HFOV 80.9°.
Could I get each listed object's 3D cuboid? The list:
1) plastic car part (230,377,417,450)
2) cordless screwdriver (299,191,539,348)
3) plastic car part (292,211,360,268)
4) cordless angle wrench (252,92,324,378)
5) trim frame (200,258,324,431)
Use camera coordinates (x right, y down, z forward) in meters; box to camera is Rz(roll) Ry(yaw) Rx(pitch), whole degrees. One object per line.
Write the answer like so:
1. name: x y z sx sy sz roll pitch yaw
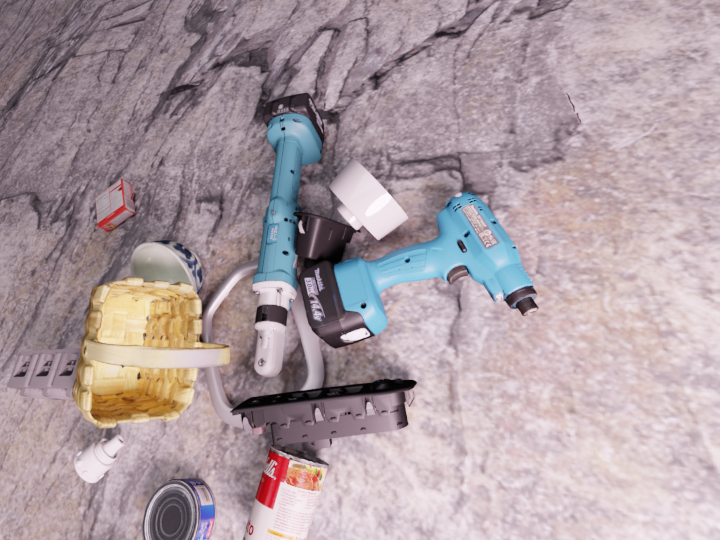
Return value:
1. plastic car part: -0.035 0.157 0.463 0.205 0.064 0.068 -14 74 6
2. cordless screwdriver: 0.060 0.021 0.496 0.251 0.071 0.166 -26 58 7
3. plastic car part: -0.055 -0.036 0.561 0.069 0.112 0.071 11 94 22
4. cordless angle wrench: -0.108 -0.068 0.594 0.076 0.093 0.433 -8 61 16
5. trim frame: -0.138 0.092 0.579 0.186 0.026 0.260 -31 55 9
